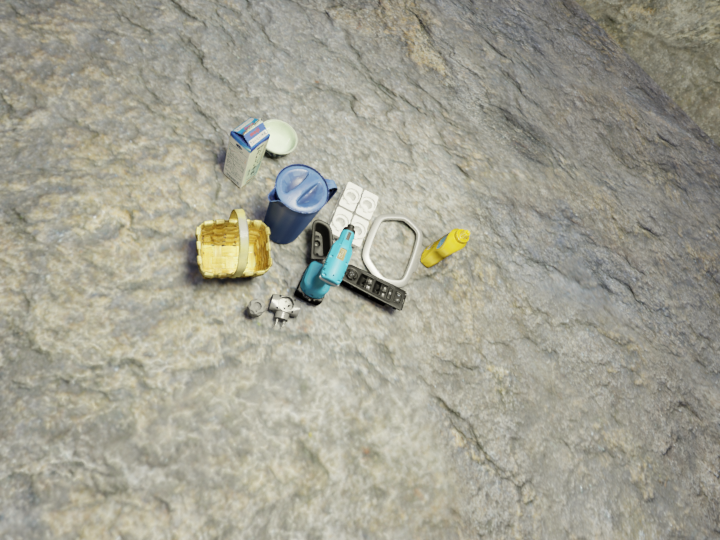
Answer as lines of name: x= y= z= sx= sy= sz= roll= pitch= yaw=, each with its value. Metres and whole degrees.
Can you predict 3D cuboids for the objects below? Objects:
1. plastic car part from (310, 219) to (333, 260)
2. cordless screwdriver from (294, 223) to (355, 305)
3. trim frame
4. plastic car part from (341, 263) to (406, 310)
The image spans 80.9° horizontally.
plastic car part: x=-0.116 y=-0.076 z=1.184 sx=0.064 sy=0.071 sz=0.119 roll=5 pitch=68 yaw=-19
cordless screwdriver: x=-0.084 y=-0.010 z=1.066 sx=0.073 sy=0.251 sz=0.160 roll=27 pitch=63 yaw=-12
trim frame: x=0.102 y=-0.066 z=1.276 sx=0.182 sy=0.028 sz=0.250 roll=25 pitch=63 yaw=-7
plastic car part: x=0.025 y=0.047 z=1.182 sx=0.201 sy=0.067 sz=0.067 roll=29 pitch=63 yaw=-6
